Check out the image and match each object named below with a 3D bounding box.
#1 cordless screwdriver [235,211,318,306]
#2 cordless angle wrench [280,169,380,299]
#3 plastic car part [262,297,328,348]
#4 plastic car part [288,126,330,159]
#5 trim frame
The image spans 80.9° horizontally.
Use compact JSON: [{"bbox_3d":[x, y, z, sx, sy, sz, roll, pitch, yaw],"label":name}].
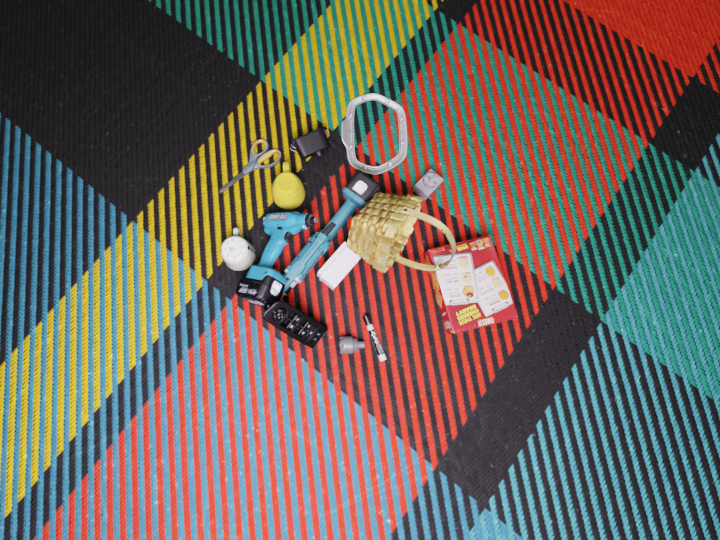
[{"bbox_3d":[-0.199,-0.034,1.033,0.167,0.070,0.251,0,64,34],"label":"cordless screwdriver"},{"bbox_3d":[-0.106,-0.069,1.086,0.075,0.097,0.422,38,84,6],"label":"cordless angle wrench"},{"bbox_3d":[-0.160,0.115,1.004,0.066,0.191,0.071,-45,50,4],"label":"plastic car part"},{"bbox_3d":[-0.131,-0.343,1.162,0.115,0.067,0.070,-23,96,-9],"label":"plastic car part"},{"bbox_3d":[0.039,-0.386,1.183,0.184,0.027,0.251,0,79,1],"label":"trim frame"}]
